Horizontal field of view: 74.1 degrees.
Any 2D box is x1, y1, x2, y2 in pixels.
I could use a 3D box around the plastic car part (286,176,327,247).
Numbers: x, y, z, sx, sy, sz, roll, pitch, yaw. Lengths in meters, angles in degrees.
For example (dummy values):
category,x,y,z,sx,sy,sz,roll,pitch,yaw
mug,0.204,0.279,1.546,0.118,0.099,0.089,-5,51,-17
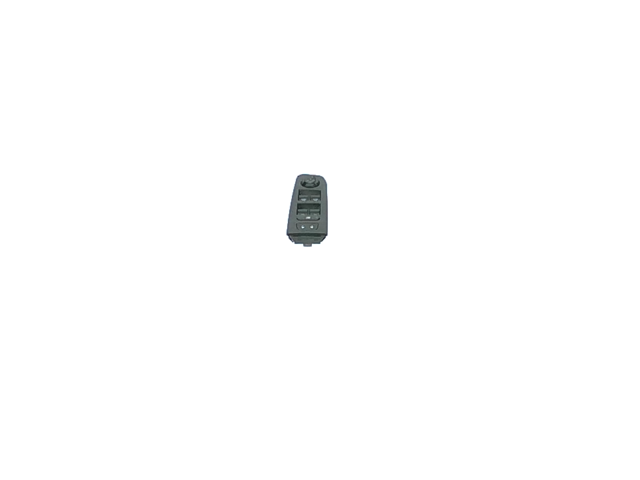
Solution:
category,x,y,z,sx,sy,sz,roll,pitch,yaw
plastic car part,-0.018,-0.051,0.767,0.066,0.067,0.202,-6,41,6
